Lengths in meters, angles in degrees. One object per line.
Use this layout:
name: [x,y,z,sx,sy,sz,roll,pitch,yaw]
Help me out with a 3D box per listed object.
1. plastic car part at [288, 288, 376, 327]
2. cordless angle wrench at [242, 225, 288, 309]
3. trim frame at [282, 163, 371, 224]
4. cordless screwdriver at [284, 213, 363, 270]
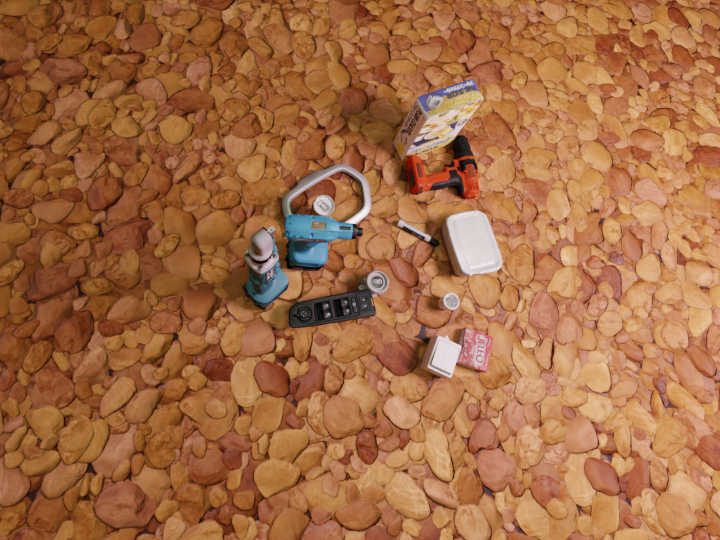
plastic car part: [-0.072,0.094,0.999,0.200,0.067,0.067,-9,77,-9]
cordless angle wrench: [-0.190,-0.002,0.831,0.097,0.422,0.075,-43,88,-17]
trim frame: [-0.085,-0.180,1.099,0.246,0.027,0.187,-35,80,-14]
cordless screwdriver: [-0.093,-0.061,0.948,0.157,0.248,0.075,4,76,-9]
